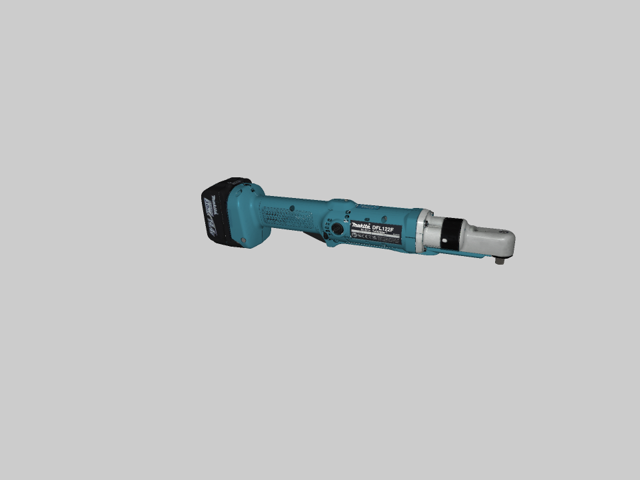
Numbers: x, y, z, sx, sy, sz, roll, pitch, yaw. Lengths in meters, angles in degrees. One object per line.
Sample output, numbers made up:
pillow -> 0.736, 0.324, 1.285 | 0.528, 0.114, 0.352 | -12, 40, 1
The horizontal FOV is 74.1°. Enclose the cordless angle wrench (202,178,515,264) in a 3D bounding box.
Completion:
cordless angle wrench -> 0.032, -0.022, 0.573 | 0.423, 0.098, 0.074 | 8, 25, 24
